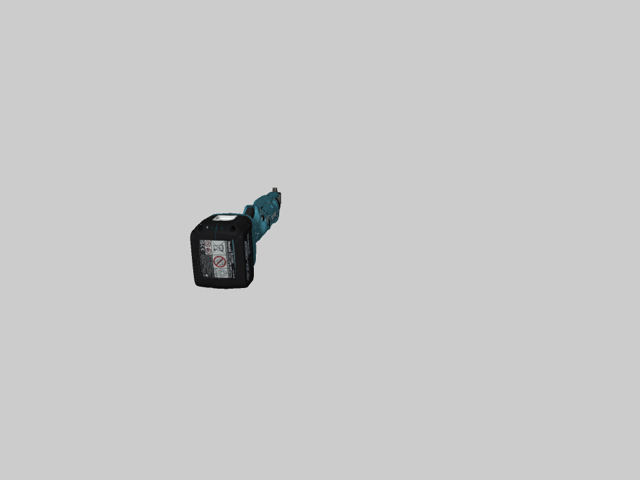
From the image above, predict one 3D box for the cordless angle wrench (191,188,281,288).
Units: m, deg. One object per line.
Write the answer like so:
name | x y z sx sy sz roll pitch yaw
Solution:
cordless angle wrench | -0.118 -0.032 0.762 0.074 0.098 0.422 1 17 5
